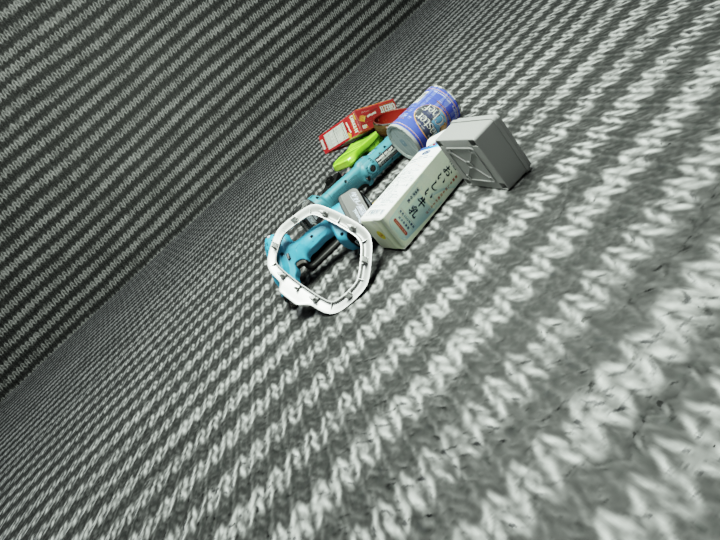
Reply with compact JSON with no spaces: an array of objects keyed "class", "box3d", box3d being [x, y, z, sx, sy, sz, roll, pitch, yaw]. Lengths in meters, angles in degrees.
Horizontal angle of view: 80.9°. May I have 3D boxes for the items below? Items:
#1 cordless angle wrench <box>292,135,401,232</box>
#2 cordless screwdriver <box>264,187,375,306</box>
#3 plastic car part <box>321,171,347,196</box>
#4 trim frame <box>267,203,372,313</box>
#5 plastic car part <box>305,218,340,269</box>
[{"class":"cordless angle wrench","box3d":[0.018,-0.247,1.035,0.421,0.094,0.078,-44,25,-11]},{"class":"cordless screwdriver","box3d":[-0.073,-0.043,0.839,0.253,0.070,0.165,-28,63,18]},{"class":"plastic car part","box3d":[-0.068,-0.215,1.137,0.068,0.064,0.207,-23,34,22]},{"class":"trim frame","box3d":[-0.083,-0.026,0.780,0.263,0.026,0.184,32,92,36]},{"class":"plastic car part","box3d":[-0.092,-0.060,0.941,0.116,0.065,0.072,-47,9,-1]}]
